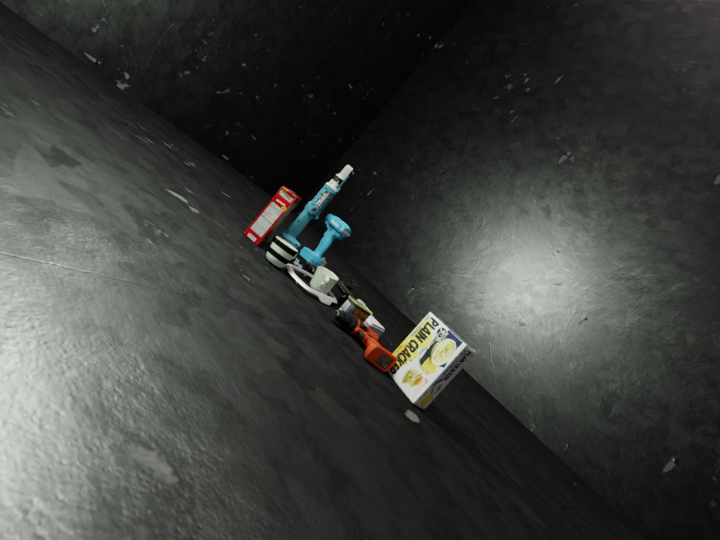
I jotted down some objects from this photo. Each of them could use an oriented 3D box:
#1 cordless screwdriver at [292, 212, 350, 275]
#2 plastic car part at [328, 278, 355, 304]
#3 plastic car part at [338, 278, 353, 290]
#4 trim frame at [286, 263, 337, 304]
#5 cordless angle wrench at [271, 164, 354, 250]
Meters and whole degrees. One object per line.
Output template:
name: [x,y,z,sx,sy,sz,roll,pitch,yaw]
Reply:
cordless screwdriver: [-0.159,-0.104,1.621,0.070,0.249,0.168,36,6,-43]
plastic car part: [-0.084,0.082,1.559,0.062,0.071,0.123,37,5,-42]
plastic car part: [-0.113,0.048,1.688,0.070,0.067,0.191,44,5,38]
trim frame: [-0.168,0.049,1.447,0.194,0.027,0.235,43,5,34]
cordless angle wrench: [-0.177,-0.232,1.603,0.095,0.423,0.076,39,5,-17]
